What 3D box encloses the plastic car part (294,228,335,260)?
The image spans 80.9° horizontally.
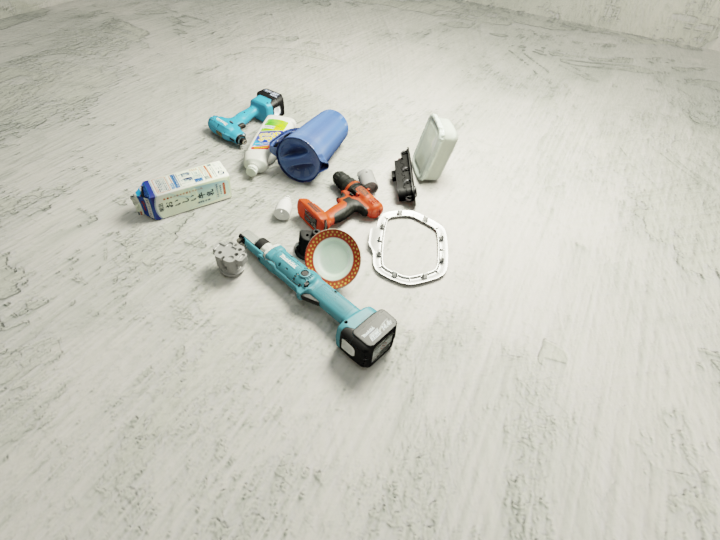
[{"bbox_3d":[-0.093,-0.061,0.953,0.117,0.069,0.067,10,45,2],"label":"plastic car part"}]

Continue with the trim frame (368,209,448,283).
[{"bbox_3d":[0.112,-0.064,0.993,0.186,0.027,0.253,7,48,6],"label":"trim frame"}]

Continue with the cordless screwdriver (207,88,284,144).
[{"bbox_3d":[-0.341,-0.481,1.340,0.167,0.072,0.245,34,58,26],"label":"cordless screwdriver"}]

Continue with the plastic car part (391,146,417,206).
[{"bbox_3d":[0.119,-0.253,1.148,0.067,0.064,0.210,-7,47,2],"label":"plastic car part"}]

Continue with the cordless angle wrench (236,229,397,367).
[{"bbox_3d":[-0.115,0.025,0.874,0.096,0.072,0.445,-34,54,-31],"label":"cordless angle wrench"}]
